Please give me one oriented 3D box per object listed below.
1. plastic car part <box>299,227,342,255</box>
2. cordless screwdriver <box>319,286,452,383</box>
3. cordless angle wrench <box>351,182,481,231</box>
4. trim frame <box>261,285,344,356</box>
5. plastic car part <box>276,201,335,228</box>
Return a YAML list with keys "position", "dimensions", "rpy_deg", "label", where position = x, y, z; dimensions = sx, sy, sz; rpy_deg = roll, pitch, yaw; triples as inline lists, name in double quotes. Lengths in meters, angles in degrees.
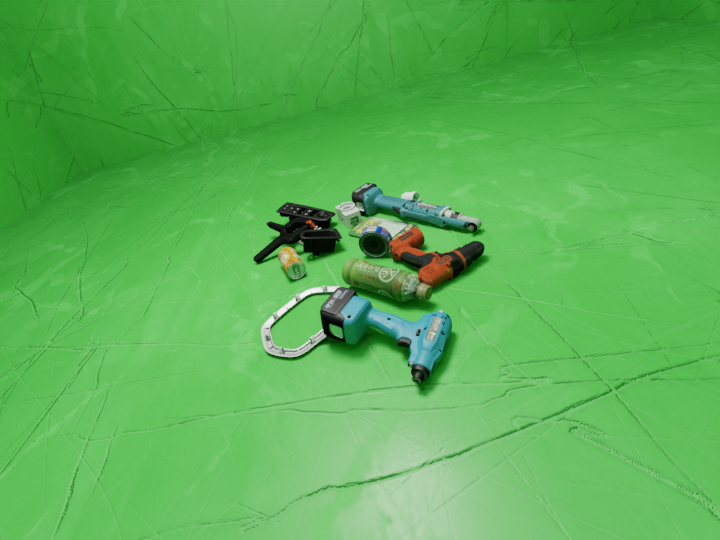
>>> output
- position: [-0.118, -0.077, 1.205]
  dimensions: [0.114, 0.069, 0.069]
  rpy_deg: [-6, 28, -14]
  label: "plastic car part"
- position: [0.037, 0.122, 0.820]
  dimensions: [0.260, 0.072, 0.158]
  rpy_deg: [11, 41, 25]
  label: "cordless screwdriver"
- position: [0.154, -0.178, 1.237]
  dimensions: [0.448, 0.071, 0.096]
  rpy_deg: [22, 48, 42]
  label: "cordless angle wrench"
- position: [-0.120, 0.107, 0.971]
  dimensions: [0.195, 0.026, 0.244]
  rpy_deg: [18, 45, 41]
  label: "trim frame"
- position: [-0.176, -0.173, 1.379]
  dimensions: [0.213, 0.065, 0.065]
  rpy_deg: [11, 33, 30]
  label: "plastic car part"
